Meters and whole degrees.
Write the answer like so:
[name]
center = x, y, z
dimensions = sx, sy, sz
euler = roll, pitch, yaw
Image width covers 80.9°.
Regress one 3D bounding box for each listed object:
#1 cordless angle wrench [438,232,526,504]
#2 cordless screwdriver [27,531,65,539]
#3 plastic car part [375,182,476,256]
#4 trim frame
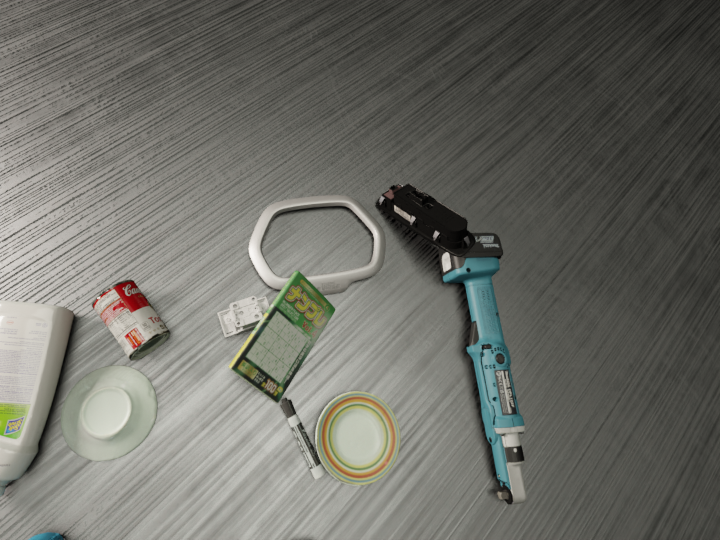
[cordless angle wrench]
center = 0.216, 0.147, 0.703
dimensions = 0.096, 0.074, 0.432
euler = -2, 72, -12
[cordless screwdriver]
center = -0.336, 0.427, 0.450
dimensions = 0.073, 0.159, 0.254
euler = -24, 78, -20
[plastic car part]
center = 0.117, -0.102, 0.742
dimensions = 0.065, 0.065, 0.214
euler = -29, 53, -25
[trim frame]
center = -0.073, -0.048, 0.751
dimensions = 0.243, 0.027, 0.189
euler = -9, 70, -15
